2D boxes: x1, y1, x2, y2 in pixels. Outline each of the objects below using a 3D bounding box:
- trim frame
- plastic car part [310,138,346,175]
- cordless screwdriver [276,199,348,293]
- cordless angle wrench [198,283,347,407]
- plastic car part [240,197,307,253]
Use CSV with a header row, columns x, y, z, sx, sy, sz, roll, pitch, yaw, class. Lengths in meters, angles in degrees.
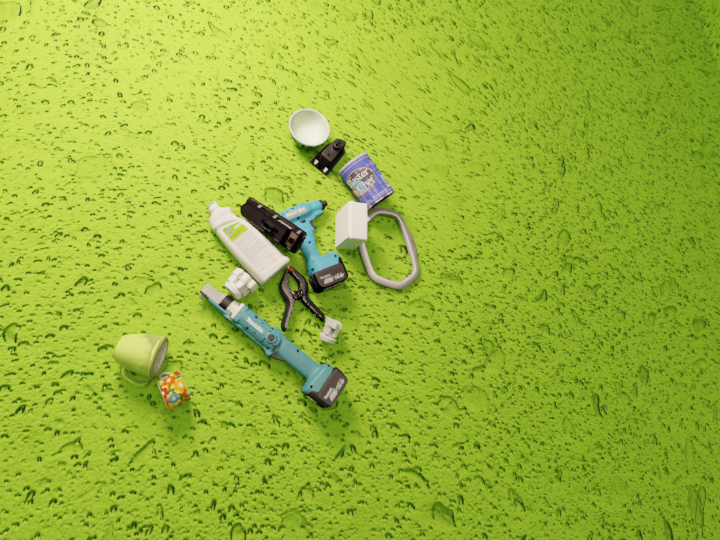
x,y,z,sx,sy,sz,roll,pitch,yaw,class
0.082,-0.066,1.228,0.180,0.027,0.253,-13,76,-18,trim frame
-0.084,-0.348,1.244,0.065,0.072,0.116,39,70,-6,plastic car part
-0.113,-0.074,1.152,0.156,0.074,0.254,-25,78,-22,cordless screwdriver
-0.224,0.172,1.047,0.424,0.074,0.097,39,67,1,cordless angle wrench
-0.241,-0.121,1.104,0.211,0.065,0.066,36,110,21,plastic car part
